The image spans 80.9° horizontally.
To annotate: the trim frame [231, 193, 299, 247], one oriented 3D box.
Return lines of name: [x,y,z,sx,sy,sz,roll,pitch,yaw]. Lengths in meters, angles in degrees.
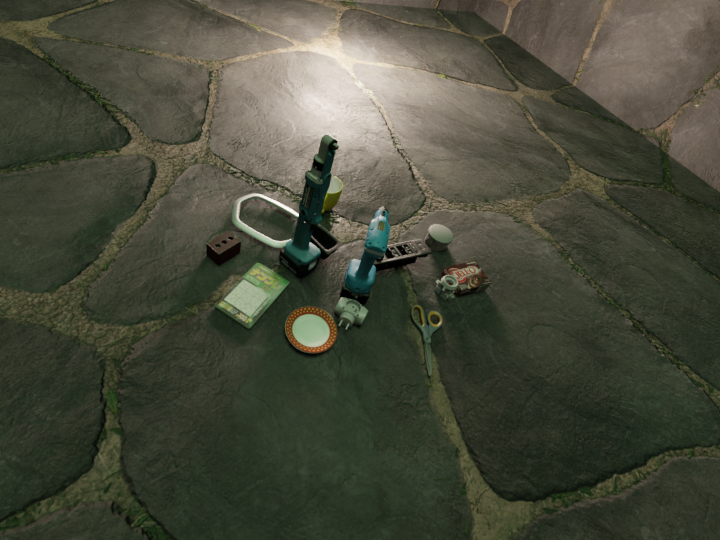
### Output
trim frame: [-0.269,-0.150,1.260,0.253,0.027,0.184,26,48,9]

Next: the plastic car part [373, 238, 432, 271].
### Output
plastic car part: [0.101,-0.041,1.231,0.197,0.066,0.069,-10,53,-23]

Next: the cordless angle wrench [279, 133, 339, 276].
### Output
cordless angle wrench: [-0.121,-0.149,1.032,0.101,0.417,0.073,42,50,17]

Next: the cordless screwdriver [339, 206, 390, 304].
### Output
cordless screwdriver: [0.019,-0.037,1.084,0.074,0.245,0.162,18,47,-4]

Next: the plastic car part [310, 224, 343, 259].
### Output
plastic car part: [-0.118,-0.077,1.204,0.121,0.070,0.064,41,51,20]
